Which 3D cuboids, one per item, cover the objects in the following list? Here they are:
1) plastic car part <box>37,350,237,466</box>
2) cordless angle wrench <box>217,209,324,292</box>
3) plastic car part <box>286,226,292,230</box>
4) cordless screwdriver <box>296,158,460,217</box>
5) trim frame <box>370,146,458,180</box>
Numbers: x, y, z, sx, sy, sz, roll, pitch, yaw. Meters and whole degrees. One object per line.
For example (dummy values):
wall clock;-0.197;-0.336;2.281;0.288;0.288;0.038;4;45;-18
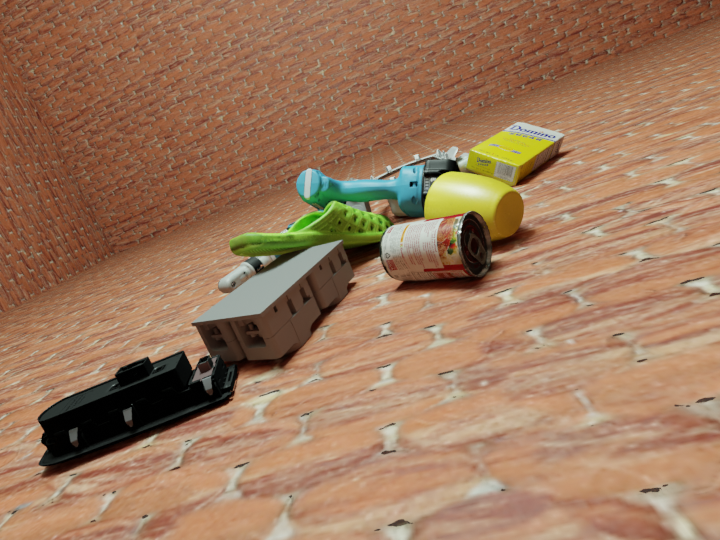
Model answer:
plastic car part;-0.227;0.129;0.414;0.203;0.065;0.068;-25;22;0
cordless angle wrench;-0.127;-0.072;0.861;0.102;0.072;0.416;-9;24;39
plastic car part;-0.074;-0.048;0.753;0.119;0.063;0.072;-13;33;19
cordless screwdriver;0.034;-0.124;0.694;0.256;0.075;0.154;3;-3;18
trim frame;0.098;-0.199;0.827;0.187;0.027;0.250;-18;16;10
